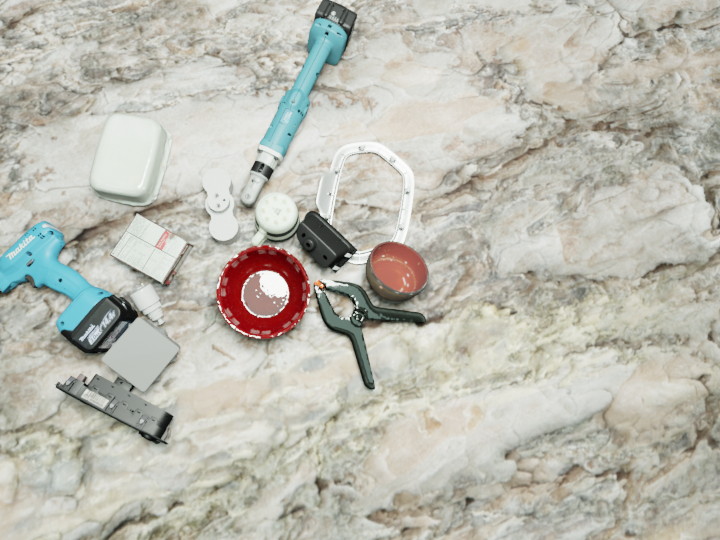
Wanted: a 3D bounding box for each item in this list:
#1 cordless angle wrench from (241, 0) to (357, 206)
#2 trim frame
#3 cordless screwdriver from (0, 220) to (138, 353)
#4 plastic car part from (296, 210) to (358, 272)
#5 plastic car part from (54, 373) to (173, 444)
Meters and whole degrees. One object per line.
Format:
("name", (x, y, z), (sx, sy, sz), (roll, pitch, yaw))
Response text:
("cordless angle wrench", (-0.128, -0.314, 0.811), (0.074, 0.098, 0.424), (25, 82, -6))
("trim frame", (0.009, -0.135, 0.814), (0.184, 0.027, 0.250), (12, 80, 0))
("cordless screwdriver", (-0.520, 0.047, 0.722), (0.253, 0.073, 0.159), (40, 79, 8))
("plastic car part", (-0.074, -0.048, 0.758), (0.117, 0.070, 0.066), (44, 116, 3))
("plastic car part", (-0.396, 0.224, 0.704), (0.204, 0.066, 0.067), (30, 53, 3))
